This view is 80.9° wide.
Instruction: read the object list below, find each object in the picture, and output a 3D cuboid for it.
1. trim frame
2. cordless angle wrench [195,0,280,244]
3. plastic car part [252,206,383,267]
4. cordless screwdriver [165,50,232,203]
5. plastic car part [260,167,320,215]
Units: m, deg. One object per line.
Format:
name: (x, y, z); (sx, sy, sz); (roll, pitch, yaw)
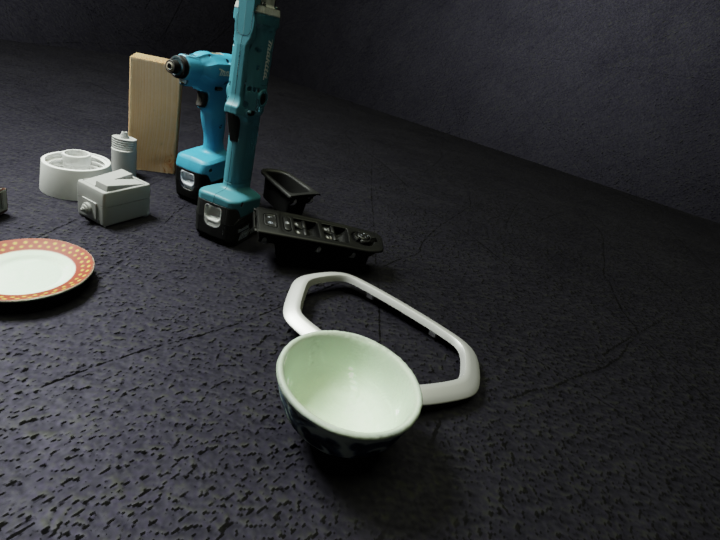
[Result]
trim frame: (0.020, 0.069, 0.500); (0.260, 0.027, 0.178); (27, 30, 25)
cordless angle wrench: (-0.158, -0.242, 0.584); (0.076, 0.417, 0.097); (22, 26, 12)
plastic car part: (-0.061, -0.040, 0.629); (0.198, 0.066, 0.069); (6, 28, -15)
cordless screwdriver: (-0.267, -0.234, 0.708); (0.077, 0.245, 0.156); (23, 27, 14)
plastic car part: (-0.138, -0.133, 0.767); (0.063, 0.070, 0.123); (-10, 35, -41)
